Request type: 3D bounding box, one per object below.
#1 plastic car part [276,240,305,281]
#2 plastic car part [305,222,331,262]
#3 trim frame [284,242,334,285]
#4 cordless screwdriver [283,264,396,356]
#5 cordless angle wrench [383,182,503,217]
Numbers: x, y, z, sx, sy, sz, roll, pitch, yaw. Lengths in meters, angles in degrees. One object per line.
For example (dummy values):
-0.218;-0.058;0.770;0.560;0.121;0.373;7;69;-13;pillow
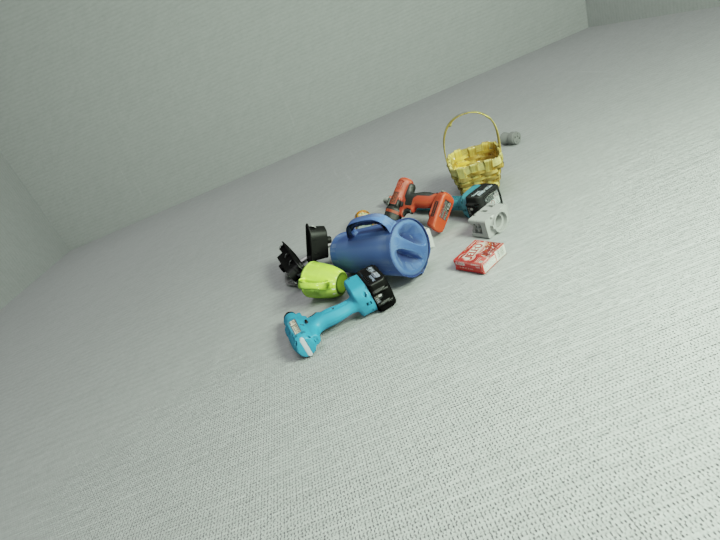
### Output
-0.199;-0.021;1.203;0.067;0.063;0.213;-38;28;-9;plastic car part
-0.117;-0.077;1.199;0.069;0.114;0.069;-5;19;-19;plastic car part
-0.118;-0.030;1.239;0.244;0.026;0.194;-35;29;-24;trim frame
-0.057;0.080;0.942;0.247;0.071;0.166;-32;27;-8;cordless screwdriver
0.209;-0.204;1.252;0.096;0.072;0.445;-36;27;-25;cordless angle wrench
